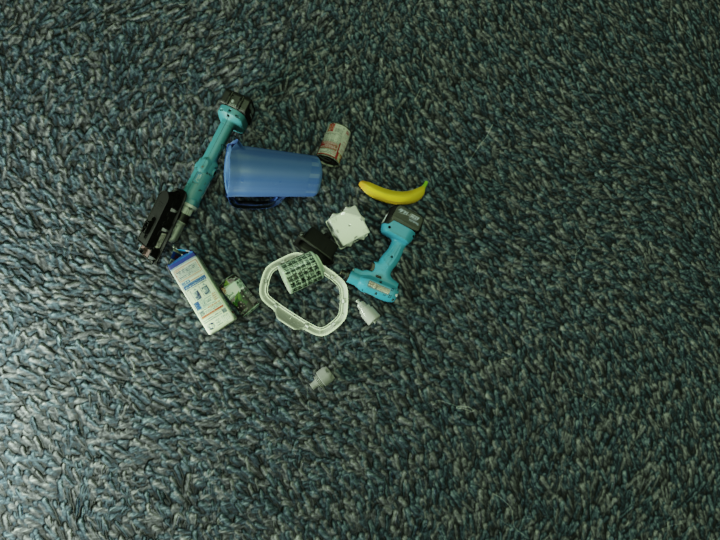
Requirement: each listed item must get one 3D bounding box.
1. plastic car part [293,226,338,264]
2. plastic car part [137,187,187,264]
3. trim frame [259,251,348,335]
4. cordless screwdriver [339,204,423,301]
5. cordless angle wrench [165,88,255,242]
[{"bbox_3d":[-0.110,-0.072,1.122,0.115,0.066,0.071,32,65,-5],"label":"plastic car part"},{"bbox_3d":[-0.502,-0.120,1.051,0.070,0.063,0.203,34,95,33],"label":"plastic car part"},{"bbox_3d":[-0.145,0.063,1.110,0.247,0.027,0.184,33,81,-2],"label":"trim frame"},{"bbox_3d":[0.058,-0.056,1.126,0.158,0.074,0.249,23,84,-3],"label":"cordless screwdriver"},{"bbox_3d":[-0.403,-0.266,1.105,0.074,0.098,0.423,25,83,-2],"label":"cordless angle wrench"}]
